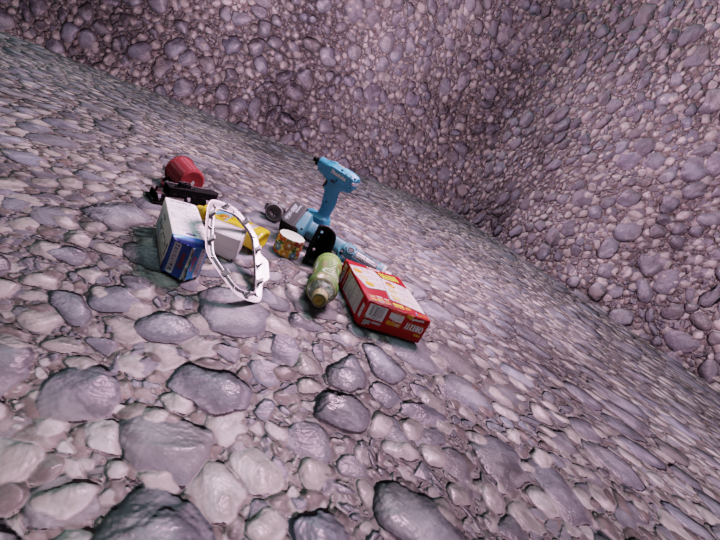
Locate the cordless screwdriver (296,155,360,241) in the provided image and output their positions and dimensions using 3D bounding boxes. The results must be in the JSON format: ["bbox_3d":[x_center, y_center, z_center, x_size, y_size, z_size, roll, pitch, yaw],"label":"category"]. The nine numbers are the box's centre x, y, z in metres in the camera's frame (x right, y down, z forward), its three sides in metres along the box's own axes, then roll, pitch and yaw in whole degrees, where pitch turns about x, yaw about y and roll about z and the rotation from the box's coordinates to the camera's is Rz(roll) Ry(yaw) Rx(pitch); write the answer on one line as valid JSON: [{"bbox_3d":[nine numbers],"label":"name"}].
[{"bbox_3d":[-0.125,-0.216,1.288,0.164,0.248,0.072,37,20,16],"label":"cordless screwdriver"}]

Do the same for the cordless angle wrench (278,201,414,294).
[{"bbox_3d":[-0.035,-0.045,1.197,0.429,0.073,0.098,32,62,7],"label":"cordless angle wrench"}]

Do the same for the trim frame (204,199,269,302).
[{"bbox_3d":[-0.247,-0.046,0.856,0.174,0.028,0.259,49,16,-43],"label":"trim frame"}]

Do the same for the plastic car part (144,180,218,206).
[{"bbox_3d":[-0.463,-0.202,1.132,0.192,0.067,0.070,8,18,-48],"label":"plastic car part"}]

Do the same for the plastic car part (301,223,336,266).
[{"bbox_3d":[-0.110,-0.072,1.130,0.064,0.116,0.074,19,13,-22],"label":"plastic car part"}]
